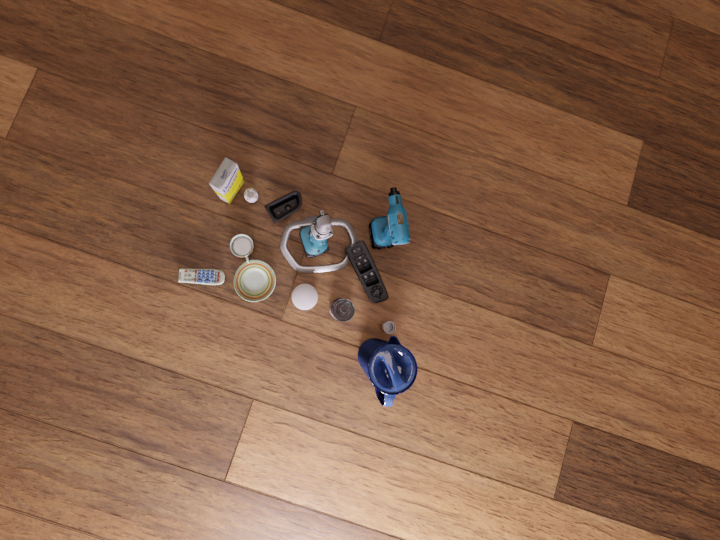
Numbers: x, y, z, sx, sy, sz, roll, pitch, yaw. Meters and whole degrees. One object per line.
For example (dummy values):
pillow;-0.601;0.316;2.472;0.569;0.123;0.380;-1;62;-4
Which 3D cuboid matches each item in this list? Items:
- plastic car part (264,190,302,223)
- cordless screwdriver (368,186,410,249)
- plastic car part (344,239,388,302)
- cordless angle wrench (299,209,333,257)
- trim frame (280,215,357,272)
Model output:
plastic car part;-0.236;-0.198;1.331;0.116;0.071;0.066;-30;90;-8
cordless screwdriver;0.084;-0.146;1.261;0.073;0.250;0.160;-6;87;-10
plastic car part;0.019;0.009;1.330;0.066;0.067;0.204;-26;87;-9
cordless angle wrench;-0.115;-0.100;1.152;0.073;0.426;0.098;-18;90;-10
trim frame;-0.132;-0.086;1.348;0.246;0.027;0.185;-6;84;-5
